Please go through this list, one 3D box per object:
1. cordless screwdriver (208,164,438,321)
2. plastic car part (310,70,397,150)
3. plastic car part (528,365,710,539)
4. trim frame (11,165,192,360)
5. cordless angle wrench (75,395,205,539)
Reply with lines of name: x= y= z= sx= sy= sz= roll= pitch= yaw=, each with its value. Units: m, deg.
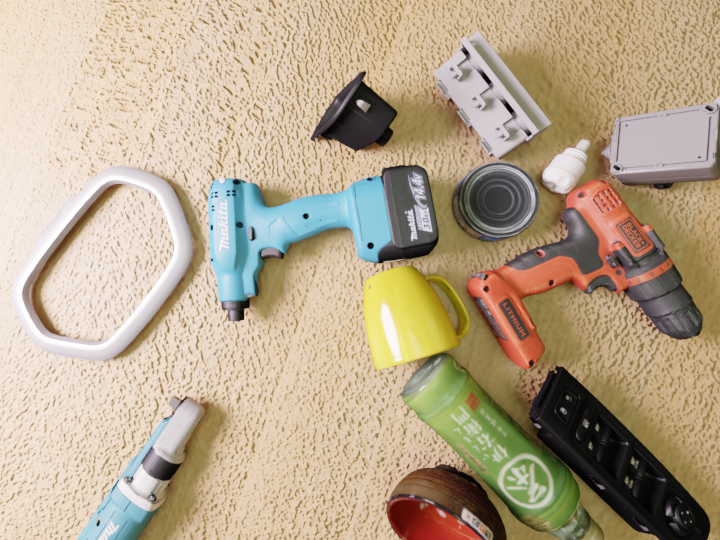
cordless screwdriver: x=-0.045 y=-0.030 z=0.463 sx=0.252 sy=0.073 sz=0.160 roll=-4 pitch=85 yaw=8
plastic car part: x=-0.001 y=-0.161 z=0.457 sx=0.068 sy=0.121 sz=0.066 roll=31 pitch=88 yaw=-21
plastic car part: x=0.242 y=0.193 z=0.415 sx=0.206 sy=0.067 sz=0.065 roll=42 pitch=52 yaw=6
trim frame: x=-0.310 y=-0.009 z=0.507 sx=0.186 sy=0.027 sz=0.248 roll=37 pitch=91 yaw=6
cordless angle wrench: x=-0.296 y=0.324 z=0.455 sx=0.099 sy=0.073 sz=0.423 roll=33 pitch=86 yaw=5
